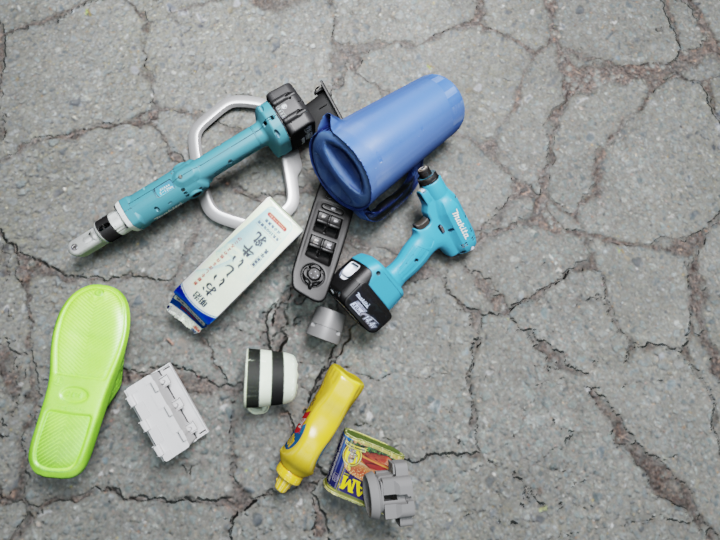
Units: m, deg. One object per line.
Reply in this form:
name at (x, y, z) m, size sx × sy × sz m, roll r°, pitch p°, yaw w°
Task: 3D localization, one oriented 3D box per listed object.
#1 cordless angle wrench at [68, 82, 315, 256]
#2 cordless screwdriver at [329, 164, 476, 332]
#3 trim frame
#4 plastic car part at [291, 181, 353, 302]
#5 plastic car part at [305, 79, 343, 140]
cordless angle wrench at (-0.267, -0.141, 0.660) m, size 0.422 × 0.098 × 0.075 m, roll -33°, pitch 90°, yaw -3°
cordless screwdriver at (0.058, -0.035, 0.654) m, size 0.247 × 0.078 × 0.153 m, roll -39°, pitch 116°, yaw -9°
trim frame at (-0.194, -0.184, 0.721) m, size 0.183 × 0.027 × 0.252 m, roll -15°, pitch 80°, yaw -3°
plastic car part at (-0.066, -0.043, 0.670) m, size 0.064 × 0.068 × 0.206 m, roll 23°, pitch 58°, yaw -17°
plastic car part at (-0.062, -0.249, 0.723) m, size 0.071 × 0.065 × 0.117 m, roll -25°, pitch 87°, yaw 8°
